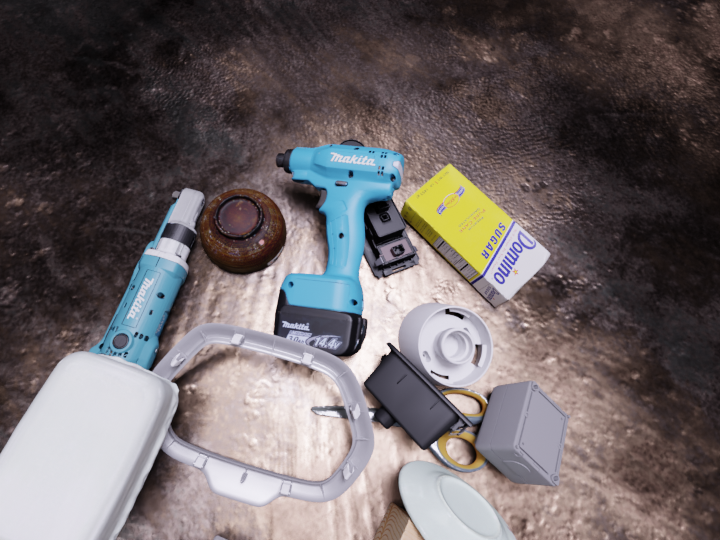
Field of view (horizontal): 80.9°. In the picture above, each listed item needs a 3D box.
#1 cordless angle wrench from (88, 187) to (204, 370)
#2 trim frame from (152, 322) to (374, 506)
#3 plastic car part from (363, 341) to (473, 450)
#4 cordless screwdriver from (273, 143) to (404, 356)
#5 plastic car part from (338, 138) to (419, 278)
[{"bbox_3d":[-0.263,0.086,0.476,0.098,0.073,0.428,14,66,0],"label":"cordless angle wrench"},{"bbox_3d":[-0.108,0.154,0.441,0.250,0.027,0.183,15,99,3],"label":"trim frame"},{"bbox_3d":[0.051,0.144,0.455,0.122,0.063,0.070,40,78,24],"label":"plastic car part"},{"bbox_3d":[-0.049,-0.032,0.499,0.164,0.071,0.250,9,80,17],"label":"cordless screwdriver"},{"bbox_3d":[0.010,-0.095,0.563,0.066,0.065,0.210,-23,69,-7],"label":"plastic car part"}]
